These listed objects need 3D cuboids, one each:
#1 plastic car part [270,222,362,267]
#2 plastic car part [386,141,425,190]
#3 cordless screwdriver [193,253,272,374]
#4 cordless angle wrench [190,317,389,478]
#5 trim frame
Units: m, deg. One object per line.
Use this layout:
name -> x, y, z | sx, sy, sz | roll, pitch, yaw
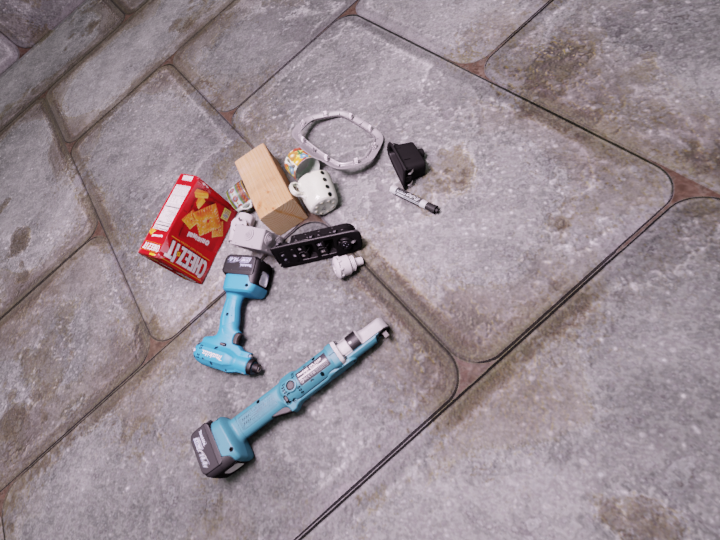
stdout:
plastic car part -> -0.091, -0.059, 0.927 | 0.209, 0.063, 0.068 | -9, 38, 20
plastic car part -> 0.108, -0.246, 0.934 | 0.071, 0.063, 0.121 | -14, 57, -2
cordless screwdriver -> -0.253, 0.094, 0.912 | 0.166, 0.071, 0.251 | 7, 73, 25
cordless angle wrench -> -0.122, 0.224, 0.796 | 0.423, 0.071, 0.103 | -37, 58, 0
trim frame -> -0.059, -0.326, 1.029 | 0.182, 0.026, 0.261 | -35, 57, -17
